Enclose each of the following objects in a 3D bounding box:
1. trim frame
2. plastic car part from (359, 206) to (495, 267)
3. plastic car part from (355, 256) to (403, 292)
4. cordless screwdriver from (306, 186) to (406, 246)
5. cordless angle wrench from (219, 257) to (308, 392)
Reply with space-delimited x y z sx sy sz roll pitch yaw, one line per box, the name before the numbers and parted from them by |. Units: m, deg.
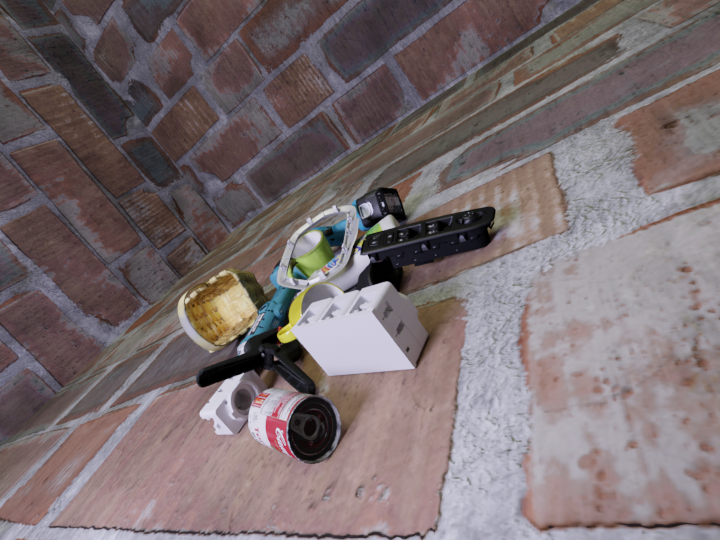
trim frame | -0.083 -0.054 0.844 0.189 0.026 0.253 -18 36 22
plastic car part | 0.105 -0.044 0.639 0.208 0.065 0.066 -17 17 22
plastic car part | 0.020 0.026 0.686 0.072 0.065 0.117 -44 14 34
cordless screwdriver | -0.032 -0.108 0.968 0.257 0.075 0.152 -22 -8 42
cordless angle wrench | -0.182 0.095 0.861 0.100 0.072 0.427 -30 22 25
